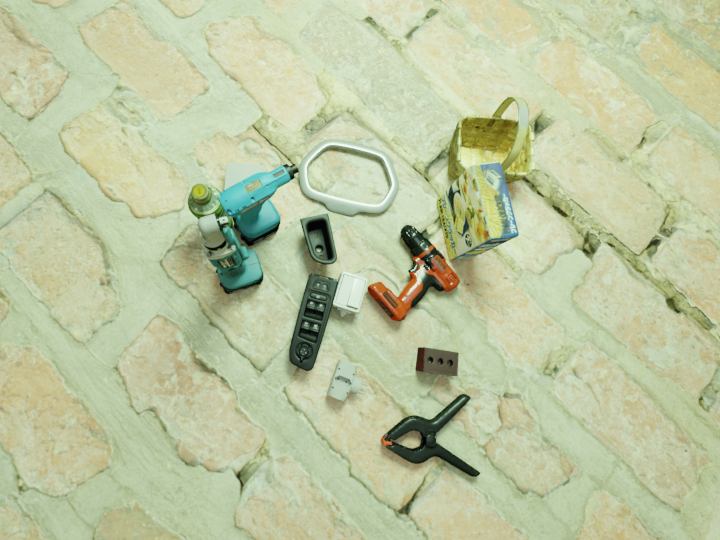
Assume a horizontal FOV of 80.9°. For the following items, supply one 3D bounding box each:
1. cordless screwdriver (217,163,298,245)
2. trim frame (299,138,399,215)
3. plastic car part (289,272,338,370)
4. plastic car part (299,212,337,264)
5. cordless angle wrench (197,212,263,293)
[{"bbox_3d":[-0.203,-0.138,0.884,0.157,0.248,0.075,-31,86,-12],"label":"cordless screwdriver"},{"bbox_3d":[-0.028,-0.227,1.031,0.248,0.027,0.186,13,76,-1],"label":"trim frame"},{"bbox_3d":[-0.107,0.112,0.924,0.066,0.067,0.204,15,76,-4],"label":"plastic car part"},{"bbox_3d":[-0.094,-0.062,0.965,0.065,0.070,0.118,-13,79,-9],"label":"plastic car part"},{"bbox_3d":[-0.239,-0.027,0.766,0.097,0.422,0.075,-18,83,-12],"label":"cordless angle wrench"}]
